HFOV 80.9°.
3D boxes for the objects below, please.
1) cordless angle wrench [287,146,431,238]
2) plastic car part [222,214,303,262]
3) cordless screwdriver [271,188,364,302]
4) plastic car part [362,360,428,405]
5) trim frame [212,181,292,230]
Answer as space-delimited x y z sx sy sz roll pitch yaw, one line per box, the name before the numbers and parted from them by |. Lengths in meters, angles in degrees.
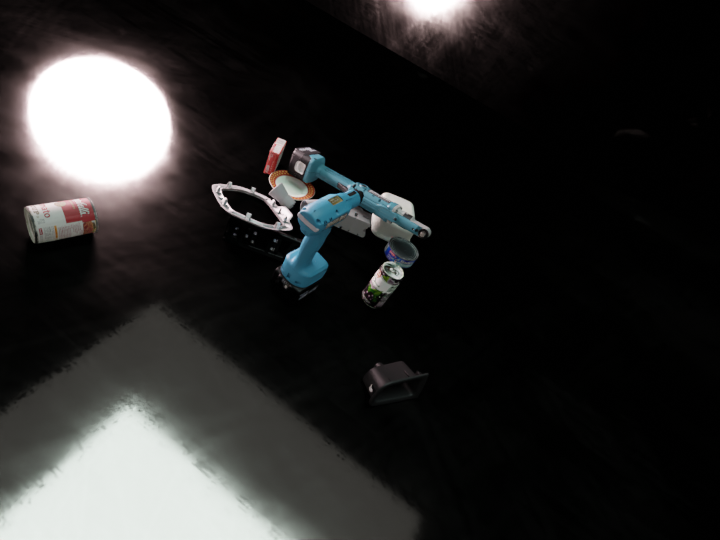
cordless angle wrench | -0.003 -0.200 1.115 0.438 0.074 0.095 33 29 18
plastic car part | -0.200 -0.065 0.947 0.201 0.066 0.068 22 14 -5
cordless screwdriver | -0.082 -0.054 0.844 0.077 0.247 0.155 43 45 13
plastic car part | 0.056 0.204 0.796 0.112 0.065 0.075 0 32 -26
trim frame | -0.248 -0.153 0.981 0.175 0.027 0.262 12 20 -33
